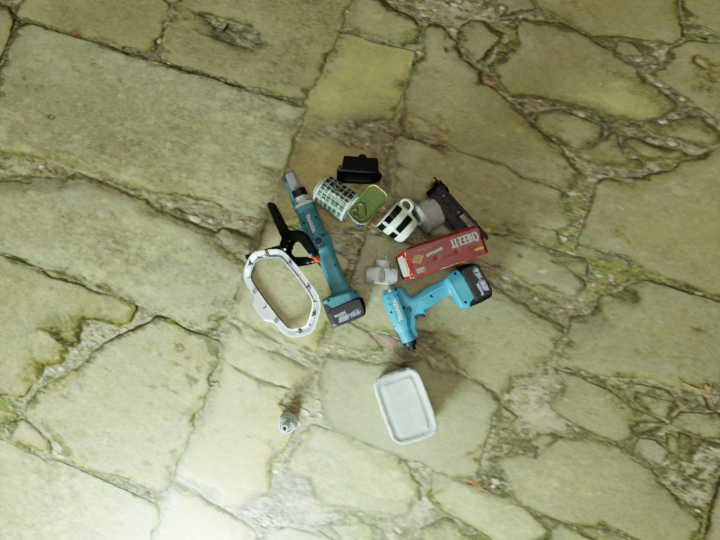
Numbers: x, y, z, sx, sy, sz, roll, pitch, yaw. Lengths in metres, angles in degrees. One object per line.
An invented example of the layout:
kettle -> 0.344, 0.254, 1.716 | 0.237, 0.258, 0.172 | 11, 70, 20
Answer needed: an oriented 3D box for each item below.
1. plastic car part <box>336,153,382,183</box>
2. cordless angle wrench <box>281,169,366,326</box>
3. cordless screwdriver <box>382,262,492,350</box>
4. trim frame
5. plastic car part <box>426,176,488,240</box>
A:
plastic car part -> -0.004, -0.270, 1.104 | 0.117, 0.064, 0.072 | 1, 71, 0
cordless angle wrench -> -0.106, -0.069, 1.083 | 0.098, 0.073, 0.430 | -23, 80, 1
cordless screwdriver -> 0.193, 0.086, 1.037 | 0.250, 0.073, 0.161 | -21, 83, 6
trim frame -> -0.202, 0.058, 1.062 | 0.187, 0.027, 0.251 | -40, 85, 32
plastic car part -> 0.237, -0.148, 1.069 | 0.068, 0.064, 0.205 | -38, 83, 25
